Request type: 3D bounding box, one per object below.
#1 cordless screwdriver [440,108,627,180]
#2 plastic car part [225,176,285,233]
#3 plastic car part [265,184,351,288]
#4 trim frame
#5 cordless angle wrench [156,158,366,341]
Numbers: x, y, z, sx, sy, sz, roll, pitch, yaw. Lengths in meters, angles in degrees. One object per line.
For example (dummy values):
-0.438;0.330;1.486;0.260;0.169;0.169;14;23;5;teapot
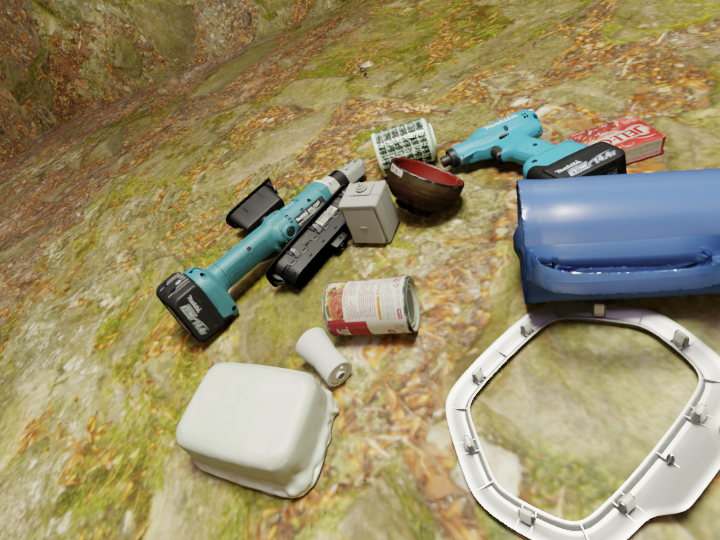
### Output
0.228;-0.150;0.602;0.160;0.071;0.259;-24;36;3;cordless screwdriver
-0.186;-0.107;0.795;0.075;0.063;0.116;32;68;30;plastic car part
-0.064;-0.042;0.658;0.070;0.064;0.201;34;64;19;plastic car part
0.192;0.115;0.371;0.246;0.026;0.195;-37;42;-15;trim frame
-0.130;-0.066;0.695;0.078;0.093;0.418;17;53;44;cordless angle wrench
